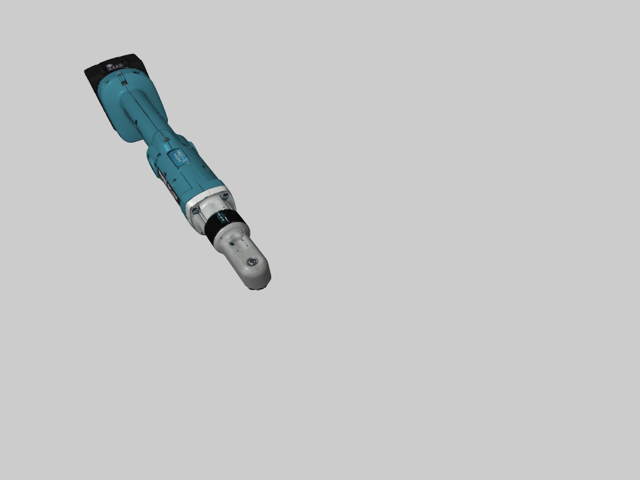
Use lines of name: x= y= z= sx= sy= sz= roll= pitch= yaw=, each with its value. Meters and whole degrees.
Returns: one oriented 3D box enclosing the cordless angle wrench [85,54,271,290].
cordless angle wrench: x=-0.173 y=-0.094 z=0.502 sx=0.074 sy=0.098 sz=0.422 roll=-30 pitch=54 yaw=-19
